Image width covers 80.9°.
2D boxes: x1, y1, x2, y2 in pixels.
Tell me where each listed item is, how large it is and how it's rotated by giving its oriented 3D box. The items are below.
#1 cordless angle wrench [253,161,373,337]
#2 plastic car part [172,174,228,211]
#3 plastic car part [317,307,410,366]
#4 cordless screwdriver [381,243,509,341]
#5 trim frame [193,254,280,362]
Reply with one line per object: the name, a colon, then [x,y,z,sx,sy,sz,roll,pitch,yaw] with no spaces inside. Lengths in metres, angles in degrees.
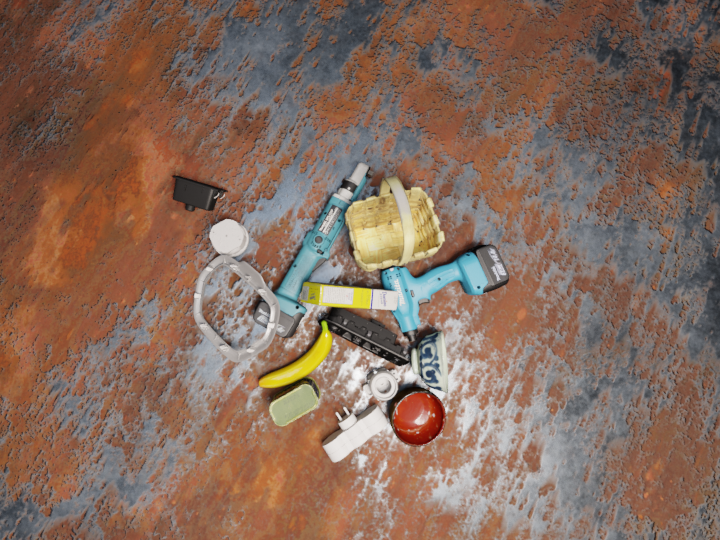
cordless angle wrench: [-0.090,-0.059,0.921,0.099,0.073,0.423,28,79,3]
plastic car part: [-0.369,-0.166,0.950,0.118,0.065,0.070,14,96,5]
plastic car part: [0.010,0.132,0.889,0.205,0.065,0.067,22,72,4]
cordless screwdriver: [0.182,0.044,0.897,0.249,0.073,0.161,-17,82,2]
trim frame: [-0.264,0.072,0.871,0.262,0.026,0.184,36,97,32]
